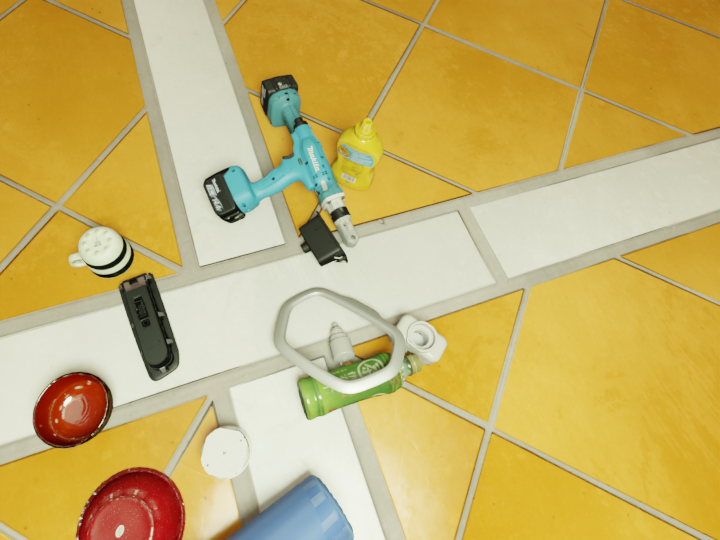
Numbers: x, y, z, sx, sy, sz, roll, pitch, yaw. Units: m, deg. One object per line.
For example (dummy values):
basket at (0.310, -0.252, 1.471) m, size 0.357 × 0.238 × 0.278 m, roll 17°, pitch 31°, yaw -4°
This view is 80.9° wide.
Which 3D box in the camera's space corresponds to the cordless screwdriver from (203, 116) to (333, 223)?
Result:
cordless screwdriver at (-0.192, -0.203, 0.858) m, size 0.249 × 0.073 × 0.162 m, roll -21°, pitch 79°, yaw 2°

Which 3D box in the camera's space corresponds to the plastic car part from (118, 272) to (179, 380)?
plastic car part at (-0.380, 0.093, 0.759) m, size 0.065 × 0.067 × 0.209 m, roll -20°, pitch 72°, yaw -24°

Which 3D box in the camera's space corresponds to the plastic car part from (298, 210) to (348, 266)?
plastic car part at (-0.084, -0.055, 0.859) m, size 0.071 × 0.064 × 0.121 m, roll -34°, pitch 71°, yaw -5°

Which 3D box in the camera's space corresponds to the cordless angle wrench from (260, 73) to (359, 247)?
cordless angle wrench at (-0.105, -0.238, 0.922) m, size 0.073 × 0.097 × 0.434 m, roll -21°, pitch 73°, yaw -20°

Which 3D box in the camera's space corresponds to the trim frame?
trim frame at (-0.041, 0.116, 0.757) m, size 0.260 × 0.026 × 0.182 m, roll 24°, pitch 52°, yaw 26°
